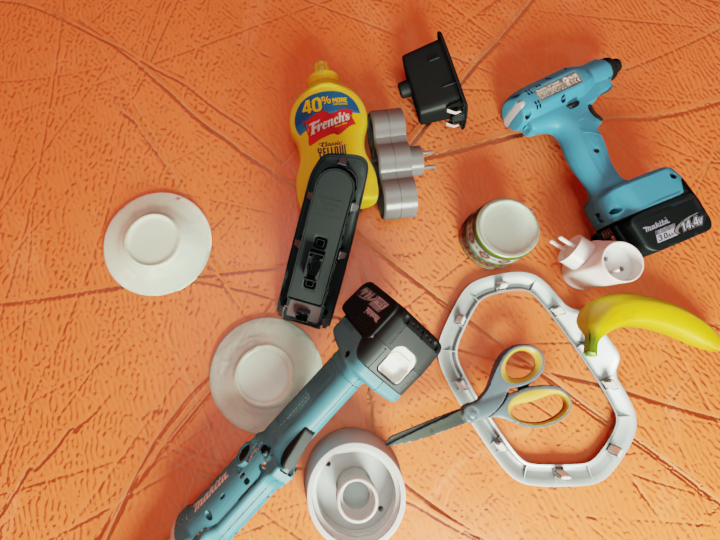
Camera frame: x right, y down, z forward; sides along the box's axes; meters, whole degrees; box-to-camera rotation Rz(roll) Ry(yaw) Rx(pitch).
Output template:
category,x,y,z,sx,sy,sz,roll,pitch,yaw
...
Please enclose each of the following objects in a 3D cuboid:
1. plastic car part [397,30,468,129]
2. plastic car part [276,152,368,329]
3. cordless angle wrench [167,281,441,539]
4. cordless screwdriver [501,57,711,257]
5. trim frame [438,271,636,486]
category,x,y,z,sx,sy,sz,roll,pitch,yaw
plastic car part,0.086,-0.234,0.538,0.072,0.064,0.119,-19,76,9
plastic car part,-0.045,-0.029,0.456,0.067,0.066,0.202,17,100,7
cordless angle wrench,-0.097,0.197,0.427,0.423,0.102,0.071,-47,114,-1
cordless screwdriver,0.305,-0.142,0.510,0.158,0.073,0.255,-27,76,-6
trim frame,0.200,0.120,0.478,0.183,0.027,0.254,-30,78,-7
